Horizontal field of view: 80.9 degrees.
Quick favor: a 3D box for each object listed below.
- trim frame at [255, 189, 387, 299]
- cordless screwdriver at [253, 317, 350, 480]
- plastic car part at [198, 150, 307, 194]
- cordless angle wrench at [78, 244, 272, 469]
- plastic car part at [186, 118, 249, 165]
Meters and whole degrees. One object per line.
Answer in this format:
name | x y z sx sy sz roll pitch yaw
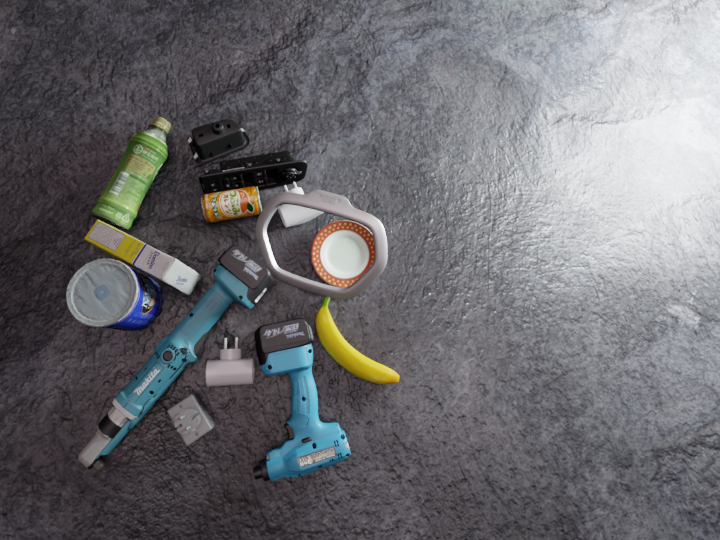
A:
trim frame | -0.074 -0.048 0.754 0.255 0.027 0.182 17 106 15
cordless screwdriver | -0.126 0.212 0.707 0.157 0.074 0.252 -16 81 -8
plastic car part | -0.203 -0.189 0.815 0.201 0.064 0.070 -8 52 -5
cordless angle wrench | -0.315 0.144 0.715 0.099 0.074 0.422 37 79 4
plastic car part | -0.279 -0.260 0.819 0.116 0.070 0.067 -22 82 -7
